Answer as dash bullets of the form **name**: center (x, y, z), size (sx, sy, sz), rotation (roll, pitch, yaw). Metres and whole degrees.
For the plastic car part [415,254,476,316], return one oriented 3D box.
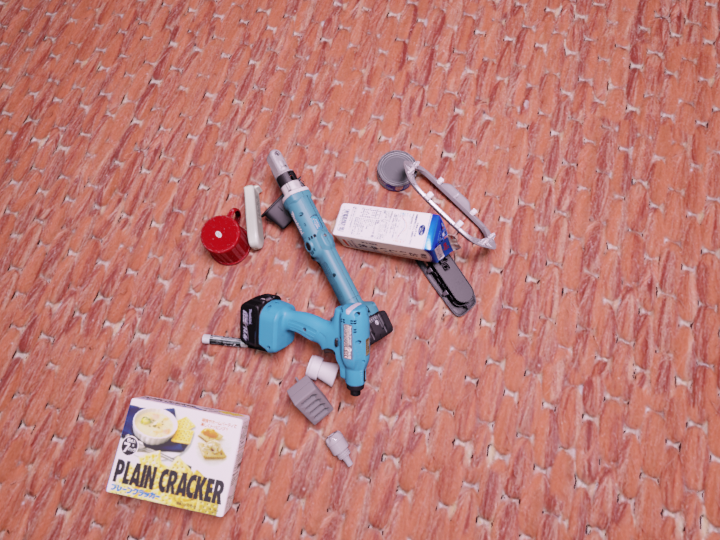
- **plastic car part**: center (0.166, -0.008, 0.848), size (0.065, 0.066, 0.207), rotation (-27, 77, -14)

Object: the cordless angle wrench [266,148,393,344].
- **cordless angle wrench**: center (-0.080, -0.052, 0.820), size (0.072, 0.099, 0.429), rotation (-22, 80, -34)

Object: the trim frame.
- **trim frame**: center (0.178, -0.135, 0.839), size (0.253, 0.180, 0.028), rotation (44, 118, 7)

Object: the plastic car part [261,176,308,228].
- **plastic car part**: center (-0.148, -0.134, 0.903), size (0.070, 0.066, 0.116), rotation (41, 82, -4)

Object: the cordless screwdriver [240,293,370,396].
- **cordless screwdriver**: center (-0.100, 0.128, 0.765), size (0.260, 0.072, 0.157), rotation (5, 102, 28)
